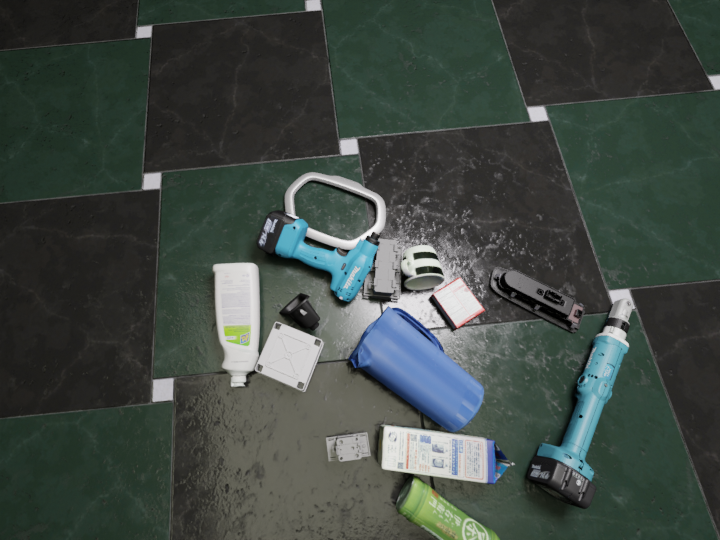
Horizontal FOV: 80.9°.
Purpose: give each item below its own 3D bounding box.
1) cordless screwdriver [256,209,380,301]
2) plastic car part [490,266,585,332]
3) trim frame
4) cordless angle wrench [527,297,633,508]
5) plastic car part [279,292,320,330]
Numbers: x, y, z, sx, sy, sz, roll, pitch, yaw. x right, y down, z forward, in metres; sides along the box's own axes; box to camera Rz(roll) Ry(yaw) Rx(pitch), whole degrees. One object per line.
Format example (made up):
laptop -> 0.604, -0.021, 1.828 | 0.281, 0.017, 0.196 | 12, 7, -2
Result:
cordless screwdriver -> -0.090, -0.059, 0.917 | 0.253, 0.073, 0.159 | 29, 101, 9
plastic car part -> 0.378, 0.055, 0.900 | 0.208, 0.065, 0.066 | 27, 80, 13
trim frame -> -0.062, -0.145, 0.995 | 0.254, 0.027, 0.185 | 19, 70, 12
cordless angle wrench -> 0.452, 0.229, 0.819 | 0.075, 0.097, 0.422 | 31, 70, 5
plastic car part -> -0.117, 0.092, 0.877 | 0.065, 0.119, 0.070 | -43, 102, -14
